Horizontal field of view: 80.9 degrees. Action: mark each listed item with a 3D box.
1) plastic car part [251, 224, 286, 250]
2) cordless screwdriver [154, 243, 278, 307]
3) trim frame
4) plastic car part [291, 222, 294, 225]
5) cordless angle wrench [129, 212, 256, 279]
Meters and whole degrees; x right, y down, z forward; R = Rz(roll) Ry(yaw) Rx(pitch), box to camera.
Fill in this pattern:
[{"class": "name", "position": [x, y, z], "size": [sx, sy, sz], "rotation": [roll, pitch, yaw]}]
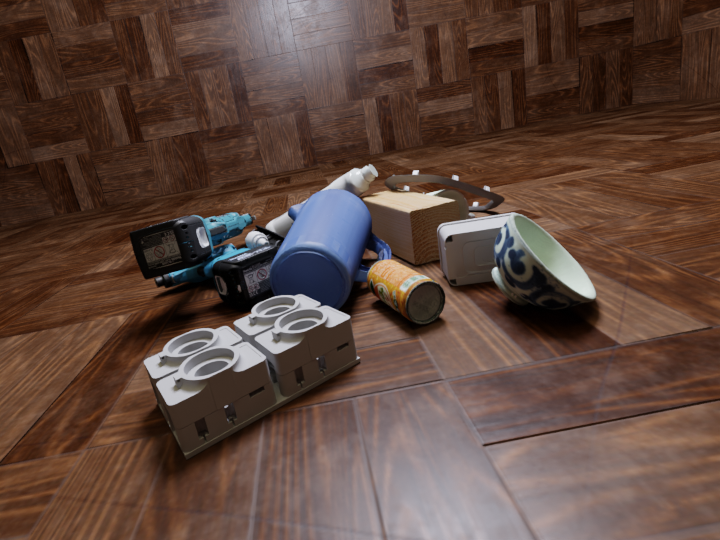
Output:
[{"class": "plastic car part", "position": [-0.170, -0.039, 0.810], "size": [0.066, 0.064, 0.214], "rotation": [-32, 27, -26]}, {"class": "cordless screwdriver", "position": [-0.244, 0.006, 0.716], "size": [0.154, 0.073, 0.261], "rotation": [-24, 20, -33]}, {"class": "trim frame", "position": [0.168, -0.158, 0.854], "size": [0.240, 0.027, 0.190], "rotation": [11, -4, -22]}, {"class": "plastic car part", "position": [-0.080, -0.052, 0.816], "size": [0.120, 0.063, 0.072], "rotation": [-1, 35, 17]}, {"class": "cordless angle wrench", "position": [-0.277, -0.074, 0.799], "size": [0.099, 0.073, 0.425], "rotation": [-15, 12, 5]}]
